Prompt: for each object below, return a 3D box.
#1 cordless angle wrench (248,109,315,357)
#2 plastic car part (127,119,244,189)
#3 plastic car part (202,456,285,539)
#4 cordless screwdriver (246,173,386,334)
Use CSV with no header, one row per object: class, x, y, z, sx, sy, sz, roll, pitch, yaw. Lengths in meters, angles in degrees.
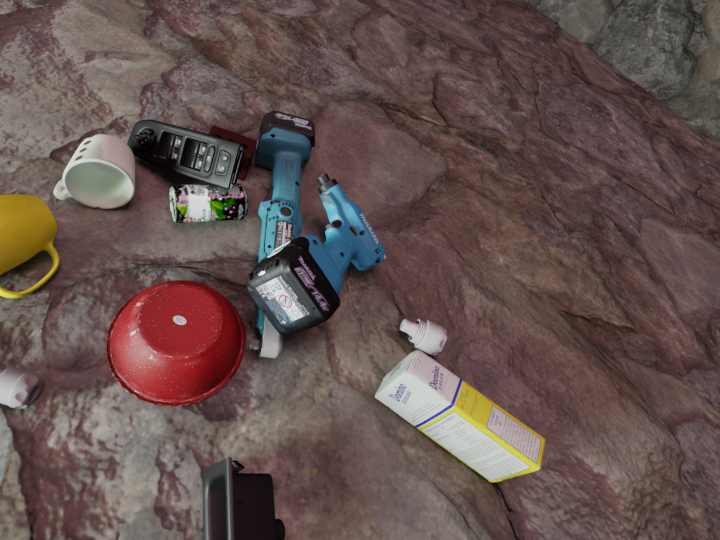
cordless angle wrench,-0.120,-0.074,0.636,0.095,0.074,0.436,9,53,-18
plastic car part,-0.258,-0.180,0.636,0.209,0.066,0.066,19,15,14
plastic car part,-0.107,0.244,0.401,0.067,0.067,0.121,9,51,-37
cordless screwdriver,-0.055,-0.036,0.567,0.157,0.076,0.245,58,32,-8
